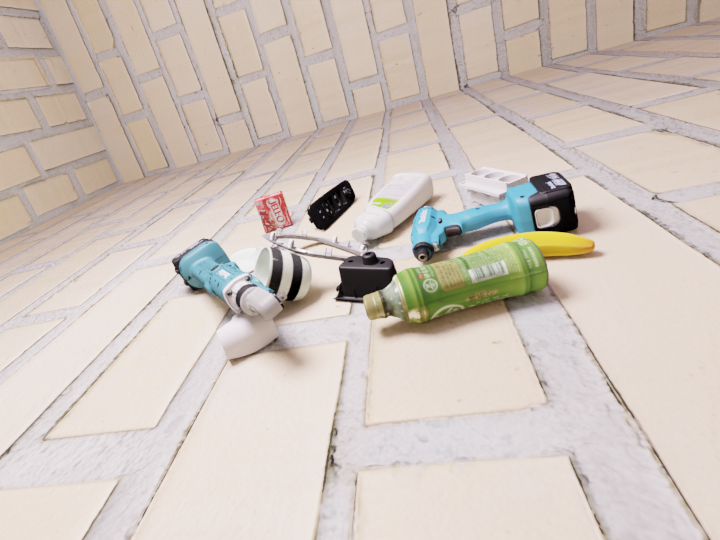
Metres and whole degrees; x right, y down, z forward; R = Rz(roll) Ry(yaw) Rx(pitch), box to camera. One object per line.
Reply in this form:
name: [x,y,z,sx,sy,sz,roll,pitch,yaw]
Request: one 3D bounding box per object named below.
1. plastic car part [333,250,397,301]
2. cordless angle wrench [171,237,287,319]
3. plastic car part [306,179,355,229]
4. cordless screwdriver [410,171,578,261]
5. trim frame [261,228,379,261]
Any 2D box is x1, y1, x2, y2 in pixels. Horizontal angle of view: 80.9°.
plastic car part: [0.014,0.006,0.634,0.122,0.069,0.065,-1,30,37]
cordless angle wrench: [-0.226,0.015,0.703,0.097,0.071,0.444,-40,27,-20]
plastic car part: [-0.073,-0.159,1.036,0.069,0.065,0.201,-31,13,42]
cordless screwdriver: [0.204,-0.077,0.679,0.256,0.072,0.160,-11,26,22]
trim frame: [-0.077,-0.050,0.785,0.176,0.027,0.262,3,10,-34]
